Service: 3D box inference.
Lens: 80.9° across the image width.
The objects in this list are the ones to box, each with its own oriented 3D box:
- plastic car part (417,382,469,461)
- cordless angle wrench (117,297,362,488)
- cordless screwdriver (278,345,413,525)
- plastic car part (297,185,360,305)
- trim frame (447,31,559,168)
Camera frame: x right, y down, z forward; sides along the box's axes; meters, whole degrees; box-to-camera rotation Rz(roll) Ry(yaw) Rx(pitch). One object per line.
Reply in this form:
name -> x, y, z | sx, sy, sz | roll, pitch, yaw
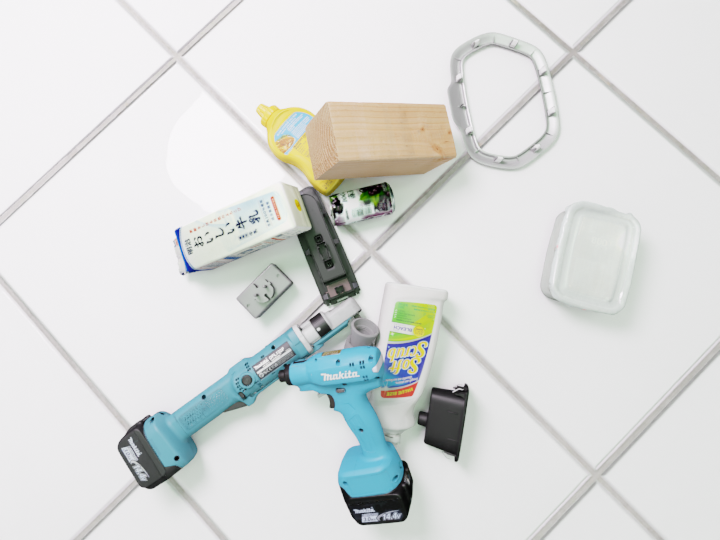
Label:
plastic car part -> 0.127, 0.233, 0.664 | 0.073, 0.064, 0.116 | 12, 88, 16
cordless angle wrench -> -0.177, 0.174, 0.675 | 0.422, 0.074, 0.099 | -36, 86, -4
cordless screwdriver -> -0.020, 0.238, 0.623 | 0.163, 0.073, 0.247 | -14, 96, 19
plastic car part -> -0.068, -0.045, 0.699 | 0.067, 0.066, 0.206 | -23, 81, 5
trim frame -> 0.243, -0.296, 0.728 | 0.185, 0.027, 0.250 | -8, 85, 2
